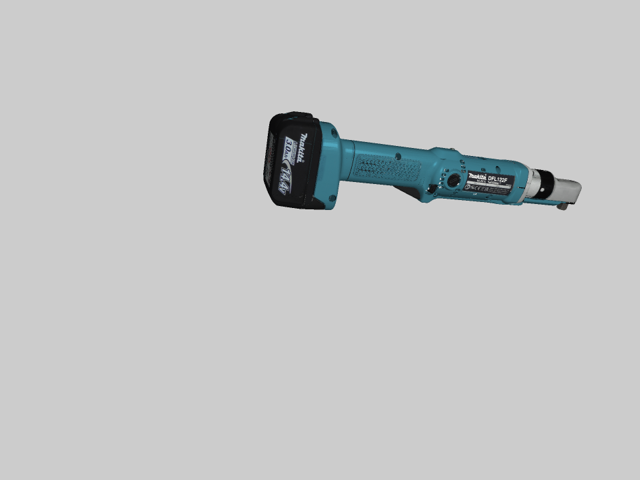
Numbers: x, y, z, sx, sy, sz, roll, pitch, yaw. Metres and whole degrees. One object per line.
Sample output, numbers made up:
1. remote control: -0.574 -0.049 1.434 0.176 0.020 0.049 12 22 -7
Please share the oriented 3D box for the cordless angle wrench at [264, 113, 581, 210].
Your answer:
1. cordless angle wrench: 0.147 -0.079 0.517 0.423 0.098 0.074 3 24 -17
